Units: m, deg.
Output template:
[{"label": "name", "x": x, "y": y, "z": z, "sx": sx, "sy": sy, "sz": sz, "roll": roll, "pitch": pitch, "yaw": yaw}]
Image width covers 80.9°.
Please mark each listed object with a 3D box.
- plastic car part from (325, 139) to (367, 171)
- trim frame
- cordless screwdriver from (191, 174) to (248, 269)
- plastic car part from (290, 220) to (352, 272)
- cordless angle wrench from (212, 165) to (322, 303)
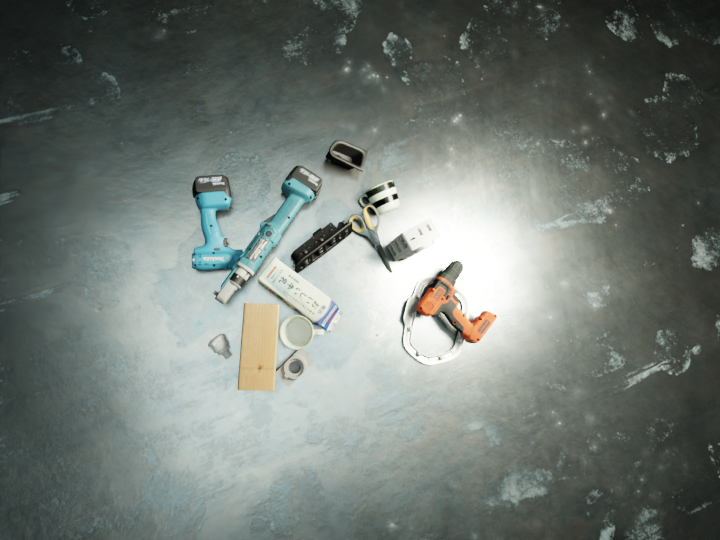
[{"label": "plastic car part", "x": -0.049, "y": -0.326, "z": 1.214, "sx": 0.112, "sy": 0.073, "sz": 0.066, "roll": 18, "pitch": 76, "yaw": -22}, {"label": "trim frame", "x": 0.209, "y": 0.136, "z": 1.171, "sx": 0.183, "sy": 0.027, "sz": 0.250, "roll": 18, "pitch": 78, "yaw": -2}, {"label": "cordless screwdriver", "x": -0.371, "y": -0.127, "z": 1.131, "sx": 0.155, "sy": 0.076, "sz": 0.251, "roll": -2, "pitch": 82, "yaw": -19}, {"label": "plastic car part", "x": -0.113, "y": -0.074, "z": 1.157, "sx": 0.201, "sy": 0.065, "sz": 0.069, "roll": -43, "pitch": 79, "yaw": -14}, {"label": "cordless angle wrench", "x": -0.246, "y": -0.092, "z": 1.118, "sx": 0.098, "sy": 0.074, "sz": 0.423, "roll": 32, "pitch": 71, "yaw": -2}]
